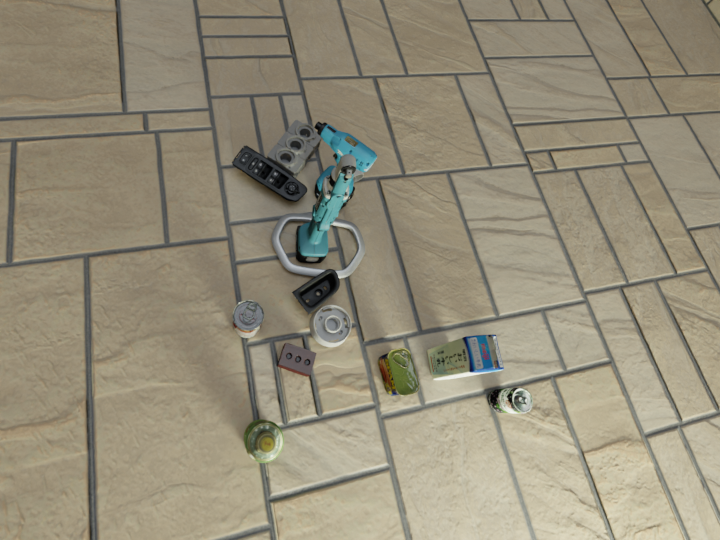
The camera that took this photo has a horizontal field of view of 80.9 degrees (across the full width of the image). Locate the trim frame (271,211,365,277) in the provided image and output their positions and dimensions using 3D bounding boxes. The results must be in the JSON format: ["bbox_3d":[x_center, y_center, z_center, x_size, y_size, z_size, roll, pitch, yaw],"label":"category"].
[{"bbox_3d":[-0.107,-0.070,1.094,0.244,0.027,0.188,5,68,-9],"label":"trim frame"}]

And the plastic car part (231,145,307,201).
[{"bbox_3d":[-0.238,-0.241,1.114,0.204,0.067,0.066,31,66,1],"label":"plastic car part"}]

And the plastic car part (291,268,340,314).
[{"bbox_3d":[-0.104,0.053,1.022,0.115,0.071,0.067,-36,82,-22],"label":"plastic car part"}]

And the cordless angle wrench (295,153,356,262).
[{"bbox_3d":[-0.076,-0.125,0.906,0.073,0.423,0.100,3,71,-15],"label":"cordless angle wrench"}]

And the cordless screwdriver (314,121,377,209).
[{"bbox_3d":[-0.064,-0.258,1.056,0.160,0.249,0.074,38,66,0],"label":"cordless screwdriver"}]
